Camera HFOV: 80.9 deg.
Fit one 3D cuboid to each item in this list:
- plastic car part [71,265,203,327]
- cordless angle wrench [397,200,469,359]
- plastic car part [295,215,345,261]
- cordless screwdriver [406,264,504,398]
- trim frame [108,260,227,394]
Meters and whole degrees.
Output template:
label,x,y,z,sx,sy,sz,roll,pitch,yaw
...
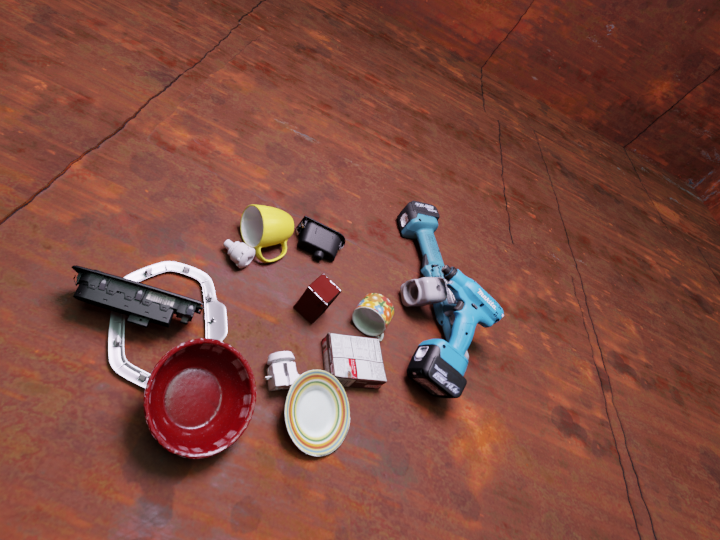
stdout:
label,x,y,z,sx,sy,sz,roll,pitch,yaw
plastic car part,-0.356,0.048,0.667,0.199,0.067,0.067,23,71,-11
cordless angle wrench,0.183,0.016,1.014,0.094,0.074,0.439,8,51,-25
plastic car part,-0.092,-0.060,0.941,0.114,0.067,0.072,27,59,-11
cordless screwdriver,0.178,0.117,0.848,0.157,0.076,0.247,42,63,-7
trim frame,-0.317,0.084,0.708,0.177,0.027,0.259,5,49,-27
